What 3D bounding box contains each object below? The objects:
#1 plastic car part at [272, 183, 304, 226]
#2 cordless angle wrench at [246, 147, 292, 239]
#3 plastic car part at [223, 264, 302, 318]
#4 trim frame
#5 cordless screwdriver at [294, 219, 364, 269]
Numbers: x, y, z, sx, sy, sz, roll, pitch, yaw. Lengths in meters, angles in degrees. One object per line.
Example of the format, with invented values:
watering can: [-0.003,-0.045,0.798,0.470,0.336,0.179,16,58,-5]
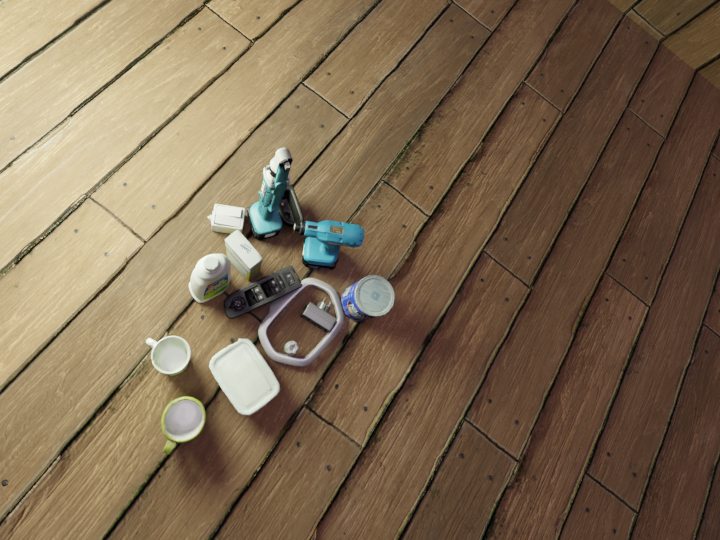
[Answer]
plastic car part: [-0.201,-0.165,1.155,0.064,0.071,0.118,-18,81,-19]
cordless angle wrench: [-0.204,-0.173,0.969,0.073,0.427,0.099,-17,84,-21]
plastic car part: [-0.255,0.059,1.082,0.199,0.067,0.067,-26,85,-19]
trim frame: [-0.152,0.132,1.107,0.184,0.028,0.247,42,70,1]
cordless screwdriver: [-0.103,-0.068,1.056,0.156,0.251,0.075,8,76,-15]
